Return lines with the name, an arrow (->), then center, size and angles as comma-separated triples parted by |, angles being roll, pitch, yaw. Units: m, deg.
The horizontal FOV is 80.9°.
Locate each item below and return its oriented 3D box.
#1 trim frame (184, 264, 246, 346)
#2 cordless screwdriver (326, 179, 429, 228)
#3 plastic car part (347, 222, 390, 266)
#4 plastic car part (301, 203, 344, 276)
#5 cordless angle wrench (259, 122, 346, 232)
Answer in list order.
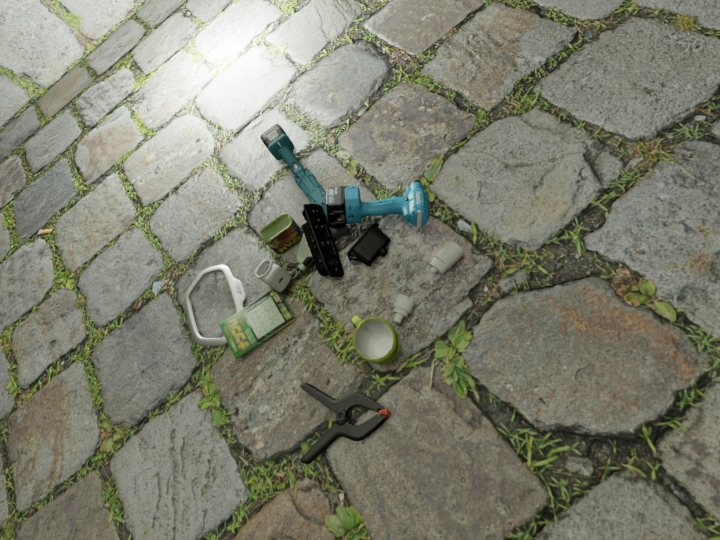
trim frame -> -0.402, 0.095, 1.168 | 0.185, 0.026, 0.261 | -33, 56, 6
cordless screwdriver -> 0.041, -0.174, 1.053 | 0.252, 0.071, 0.163 | 0, 43, 8
plastic car part -> 0.030, -0.057, 1.045 | 0.073, 0.064, 0.116 | 42, 82, 17
plastic car part -> -0.105, -0.069, 1.077 | 0.068, 0.063, 0.208 | -33, 73, 30
cordless angle wrench -> -0.158, -0.260, 1.209 | 0.074, 0.093, 0.443 | -36, 61, 2
